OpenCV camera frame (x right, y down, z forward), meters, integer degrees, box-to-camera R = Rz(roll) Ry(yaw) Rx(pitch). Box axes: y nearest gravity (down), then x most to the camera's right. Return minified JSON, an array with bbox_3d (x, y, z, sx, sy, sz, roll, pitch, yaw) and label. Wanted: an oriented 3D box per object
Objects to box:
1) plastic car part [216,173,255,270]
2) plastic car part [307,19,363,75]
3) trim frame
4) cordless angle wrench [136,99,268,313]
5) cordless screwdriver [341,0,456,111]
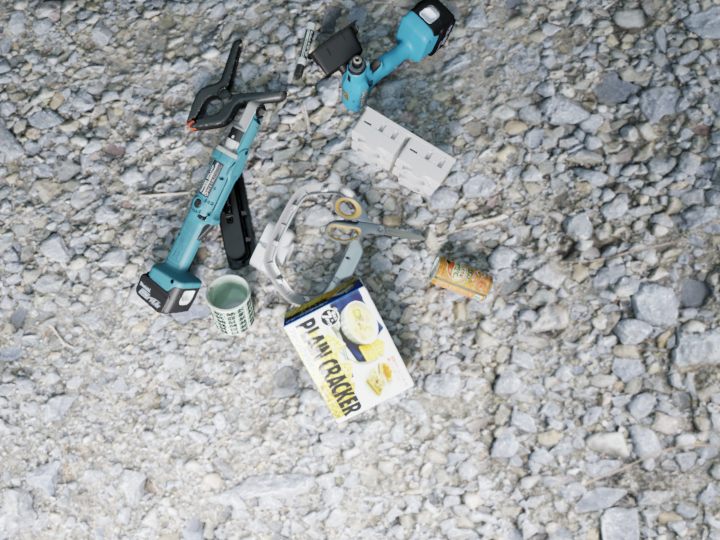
[{"bbox_3d":[-0.254,-0.103,0.842,0.066,0.067,0.204,-12,87,-7],"label":"plastic car part"},{"bbox_3d":[-0.043,-0.441,0.864,0.117,0.067,0.070,-37,100,2],"label":"plastic car part"},{"bbox_3d":[-0.079,-0.052,0.809,0.176,0.029,0.249,28,83,-25],"label":"trim frame"},{"bbox_3d":[-0.284,-0.119,0.786,0.102,0.071,0.422,32,99,20],"label":"cordless angle wrench"},{"bbox_3d":[0.065,-0.418,0.801,0.248,0.158,0.075,-41,88,-3],"label":"cordless screwdriver"}]
